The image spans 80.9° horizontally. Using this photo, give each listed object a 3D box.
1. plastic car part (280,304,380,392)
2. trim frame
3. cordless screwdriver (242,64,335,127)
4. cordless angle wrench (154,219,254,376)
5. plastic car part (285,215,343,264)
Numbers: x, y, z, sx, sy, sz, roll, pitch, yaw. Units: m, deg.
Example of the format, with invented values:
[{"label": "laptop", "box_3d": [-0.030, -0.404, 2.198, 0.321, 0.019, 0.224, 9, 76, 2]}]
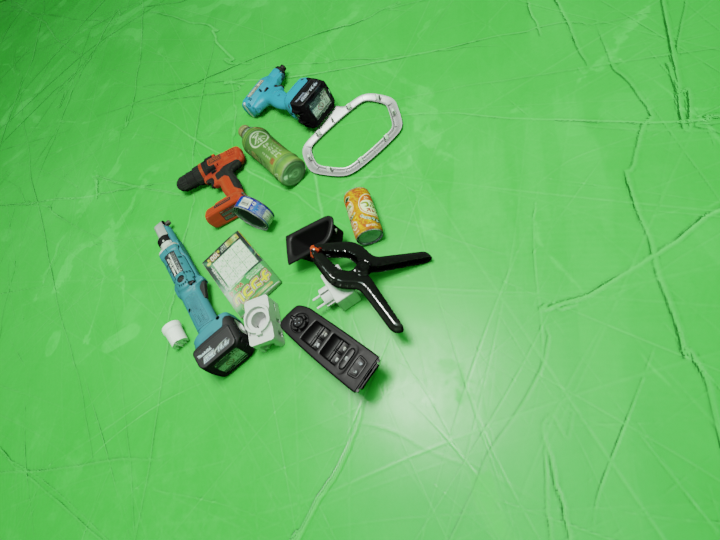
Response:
[{"label": "plastic car part", "box_3d": [-0.052, 0.125, 0.717, 0.214, 0.063, 0.066, 30, 85, 34]}, {"label": "trim frame", "box_3d": [-0.022, -0.308, 0.949, 0.248, 0.026, 0.194, -43, 57, -1]}, {"label": "cordless screwdriver", "box_3d": [-0.170, -0.438, 1.037, 0.263, 0.070, 0.159, 25, 75, 37]}, {"label": "cordless angle wrench", "box_3d": [-0.359, 0.028, 0.887, 0.098, 0.070, 0.446, -41, 56, -3]}, {"label": "plastic car part", "box_3d": [-0.080, -0.052, 0.816, 0.119, 0.067, 0.068, -23, 59, 26]}]
